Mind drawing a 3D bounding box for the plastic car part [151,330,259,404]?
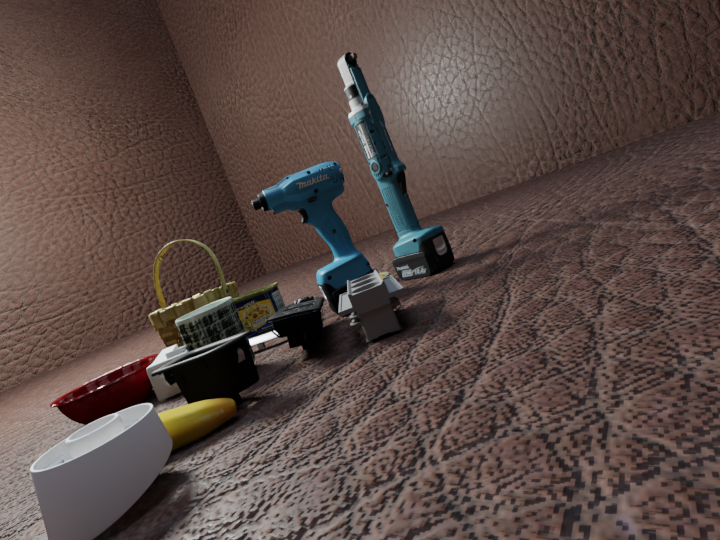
[{"bbox_3d":[-0.159,0.116,0.464,0.120,0.071,0.064,-19,5,30],"label":"plastic car part"}]

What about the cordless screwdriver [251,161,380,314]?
[{"bbox_3d":[-0.070,-0.045,0.711,0.158,0.248,0.075,-22,2,-8],"label":"cordless screwdriver"}]

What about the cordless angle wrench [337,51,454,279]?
[{"bbox_3d":[0.046,-0.193,0.773,0.072,0.422,0.101,-23,2,-38],"label":"cordless angle wrench"}]

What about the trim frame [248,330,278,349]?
[{"bbox_3d":[-0.172,0.106,0.784,0.180,0.027,0.256,-25,7,-25],"label":"trim frame"}]

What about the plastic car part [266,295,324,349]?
[{"bbox_3d":[-0.077,0.070,0.592,0.066,0.067,0.204,-22,6,-2],"label":"plastic car part"}]
